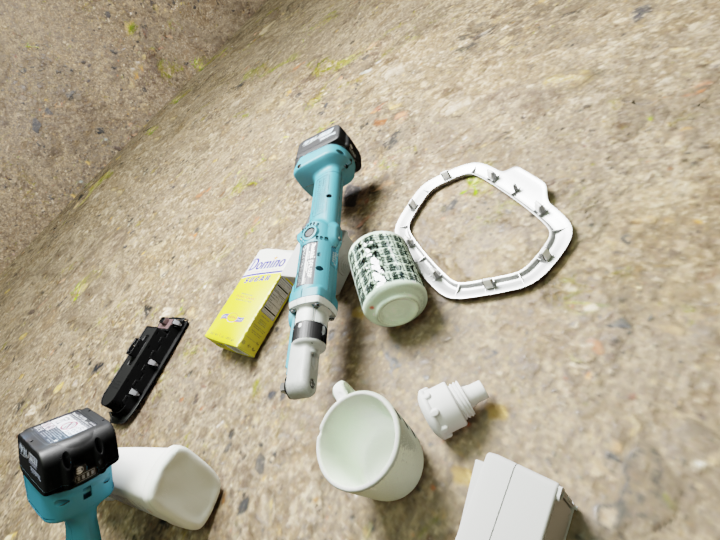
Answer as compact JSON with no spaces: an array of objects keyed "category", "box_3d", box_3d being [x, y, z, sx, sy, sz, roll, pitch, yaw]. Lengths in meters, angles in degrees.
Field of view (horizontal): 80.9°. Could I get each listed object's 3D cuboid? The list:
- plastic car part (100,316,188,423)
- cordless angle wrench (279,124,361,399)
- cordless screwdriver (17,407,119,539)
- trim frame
[{"category":"plastic car part","box_3d":[-0.382,0.164,0.740,0.069,0.063,0.205,0,57,31]},{"category":"cordless angle wrench","box_3d":[-0.056,-0.037,0.577,0.101,0.070,0.435,-20,47,25]},{"category":"cordless screwdriver","box_3d":[-0.330,0.291,0.483,0.166,0.071,0.248,-4,94,38]},{"category":"trim frame","box_3d":[0.143,-0.063,0.546,0.185,0.026,0.261,-35,39,6]}]
